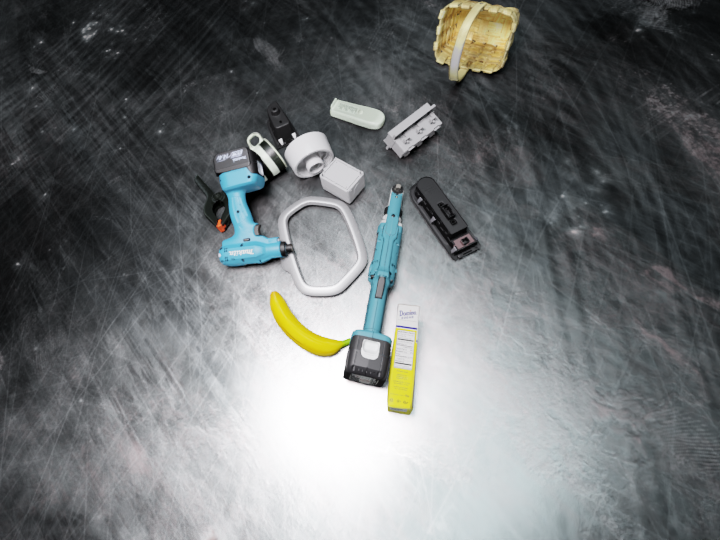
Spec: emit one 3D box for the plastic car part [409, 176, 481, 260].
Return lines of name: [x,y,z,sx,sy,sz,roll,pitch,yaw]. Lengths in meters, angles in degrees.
plastic car part: [0.169,-0.122,0.887,0.066,0.064,0.212,-30,62,1]

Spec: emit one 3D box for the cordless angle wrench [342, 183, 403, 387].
cordless angle wrench: [0.043,0.005,0.837,0.075,0.096,0.430,11,62,2]

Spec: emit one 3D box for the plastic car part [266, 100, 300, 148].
plastic car part: [-0.205,-0.376,1.062,0.065,0.069,0.121,-25,67,-6]

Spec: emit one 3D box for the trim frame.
trim frame: [-0.090,-0.059,0.917,0.184,0.026,0.257,-20,65,-1]

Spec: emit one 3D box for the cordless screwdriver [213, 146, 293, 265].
cordless screwdriver: [-0.233,-0.138,0.916,0.162,0.073,0.250,-7,85,10]
